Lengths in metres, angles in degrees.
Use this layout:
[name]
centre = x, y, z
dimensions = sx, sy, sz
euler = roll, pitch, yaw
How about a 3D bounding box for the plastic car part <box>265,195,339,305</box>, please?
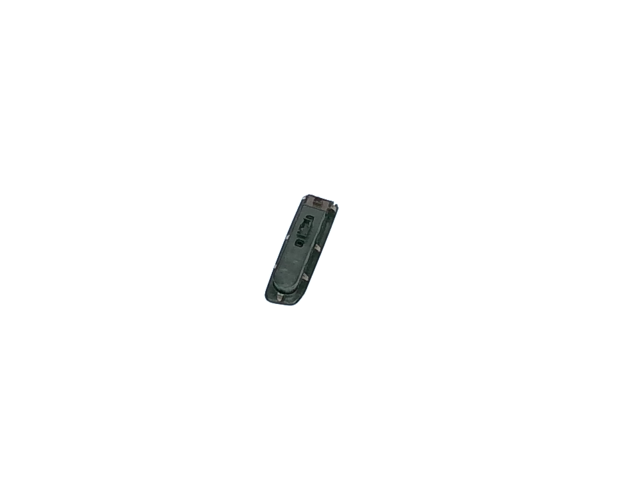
[plastic car part]
centre = -0.028, 0.009, 0.679
dimensions = 0.066, 0.202, 0.067
euler = 21, -20, 1
